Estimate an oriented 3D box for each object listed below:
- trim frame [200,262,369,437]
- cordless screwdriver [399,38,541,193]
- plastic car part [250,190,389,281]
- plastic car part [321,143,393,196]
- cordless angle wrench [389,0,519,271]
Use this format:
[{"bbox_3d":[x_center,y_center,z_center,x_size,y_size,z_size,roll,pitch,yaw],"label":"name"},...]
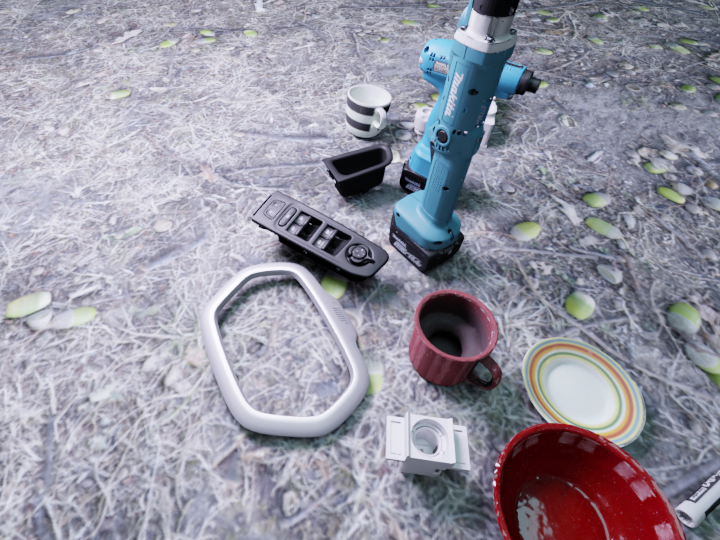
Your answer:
[{"bbox_3d":[-0.096,0.087,0.530,0.180,0.027,0.261,-23,54,-19],"label":"trim frame"},{"bbox_3d":[0.152,-0.210,0.644,0.165,0.242,0.074,29,53,18],"label":"cordless screwdriver"},{"bbox_3d":[-0.060,-0.039,0.611,0.210,0.065,0.066,26,53,19],"label":"plastic car part"},{"bbox_3d":[0.000,-0.161,0.713,0.114,0.069,0.069,-18,54,-17],"label":"plastic car part"},{"bbox_3d":[0.112,-0.165,0.495,0.073,0.411,0.103,-28,59,-26],"label":"cordless angle wrench"}]
